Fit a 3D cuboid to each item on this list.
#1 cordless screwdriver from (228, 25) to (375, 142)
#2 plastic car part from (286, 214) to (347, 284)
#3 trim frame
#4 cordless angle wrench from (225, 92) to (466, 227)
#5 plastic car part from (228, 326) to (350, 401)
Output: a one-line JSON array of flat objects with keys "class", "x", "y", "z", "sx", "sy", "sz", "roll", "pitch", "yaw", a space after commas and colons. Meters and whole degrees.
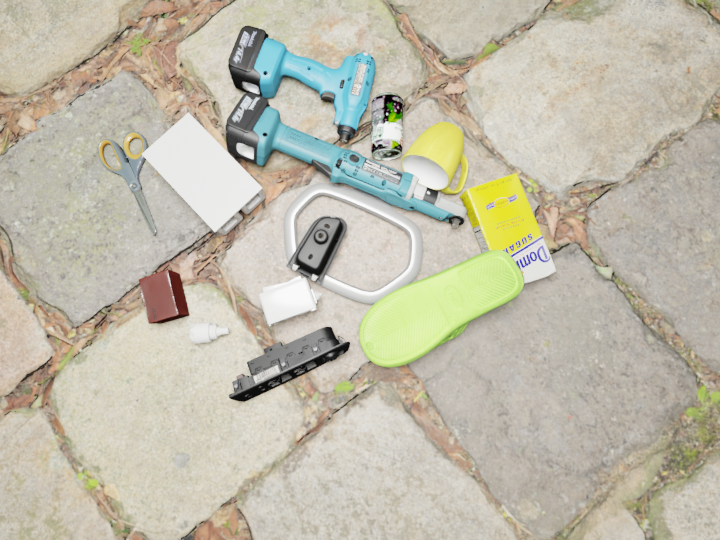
[{"class": "cordless screwdriver", "x": -0.107, "y": -0.325, "z": 0.747, "sx": 0.249, "sy": 0.074, "sz": 0.160, "roll": 14, "pitch": 82, "yaw": 0}, {"class": "plastic car part", "x": -0.066, "y": -0.043, "z": 0.678, "sx": 0.066, "sy": 0.070, "sz": 0.116, "roll": 28, "pitch": 86, "yaw": 1}, {"class": "trim frame", "x": -0.015, "y": -0.051, "z": 0.722, "sx": 0.252, "sy": 0.027, "sz": 0.184, "roll": 24, "pitch": 83, "yaw": 7}, {"class": "cordless angle wrench", "x": -0.019, "y": -0.173, "z": 0.716, "sx": 0.424, "sy": 0.073, "sz": 0.099, "roll": 23, "pitch": 63, "yaw": 1}, {"class": "plastic car part", "x": -0.114, "y": 0.146, "z": 0.681, "sx": 0.203, "sy": 0.063, "sz": 0.070, "roll": -21, "pitch": 58, "yaw": -1}]
